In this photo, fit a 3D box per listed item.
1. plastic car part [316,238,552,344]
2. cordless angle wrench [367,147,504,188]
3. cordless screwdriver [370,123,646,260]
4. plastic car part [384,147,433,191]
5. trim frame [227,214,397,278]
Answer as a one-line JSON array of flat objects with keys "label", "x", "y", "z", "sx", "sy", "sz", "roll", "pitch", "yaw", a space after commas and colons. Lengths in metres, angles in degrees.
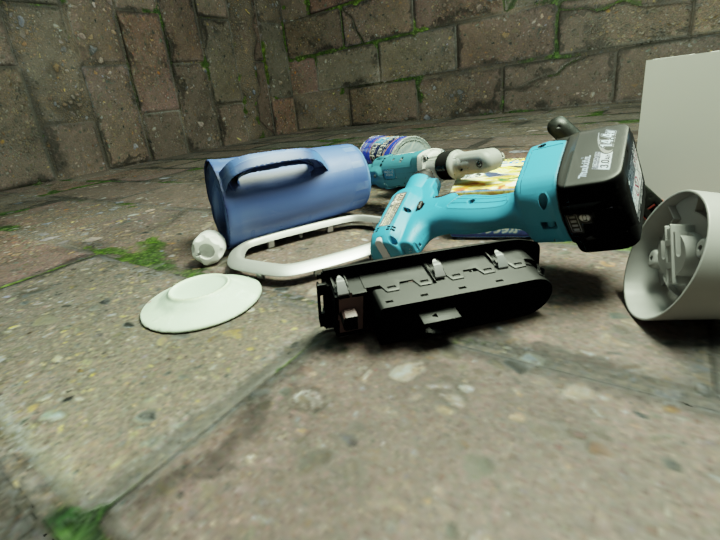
[{"label": "plastic car part", "x": 0.069, "y": 0.019, "z": 0.347, "sx": 0.200, "sy": 0.064, "sz": 0.070, "roll": -12, "pitch": 31, "yaw": -12}, {"label": "cordless angle wrench", "x": 0.048, "y": -0.163, "z": 0.696, "sx": 0.095, "sy": 0.073, "sz": 0.443, "roll": -22, "pitch": 19, "yaw": -26}, {"label": "cordless screwdriver", "x": 0.137, "y": -0.079, "z": 0.440, "sx": 0.260, "sy": 0.071, "sz": 0.159, "roll": -7, "pitch": 41, "yaw": 39}, {"label": "plastic car part", "x": 0.106, "y": -0.181, "z": 0.804, "sx": 0.114, "sy": 0.070, "sz": 0.068, "roll": -28, "pitch": 7, "yaw": -22}, {"label": "trim frame", "x": -0.056, "y": -0.036, "z": 0.568, "sx": 0.242, "sy": 0.027, "sz": 0.194, "roll": -19, "pitch": 26, "yaw": -22}]
